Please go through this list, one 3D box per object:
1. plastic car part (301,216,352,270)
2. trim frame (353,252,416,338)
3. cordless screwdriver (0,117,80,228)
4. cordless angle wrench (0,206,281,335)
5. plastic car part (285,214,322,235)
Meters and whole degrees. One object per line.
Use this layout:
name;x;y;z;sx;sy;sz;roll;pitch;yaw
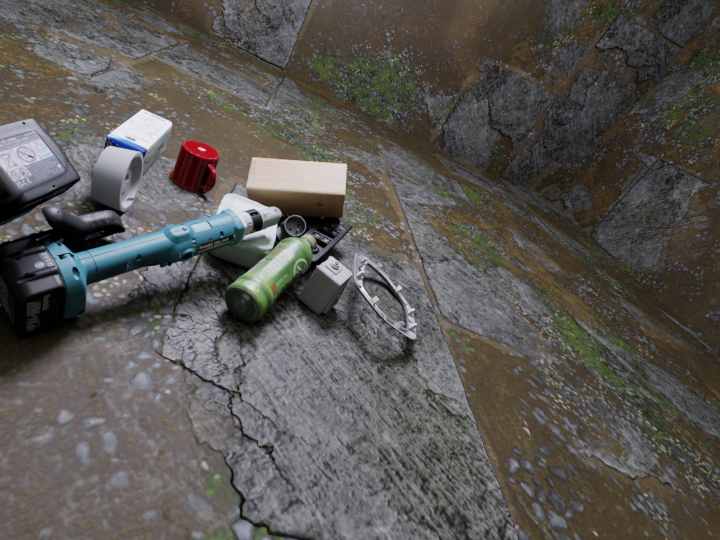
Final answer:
plastic car part;-0.088;-0.057;0.896;0.067;0.067;0.201;34;29;2
trim frame;0.047;0.042;0.831;0.183;0.028;0.249;44;17;-6
cordless screwdriver;-0.423;-0.059;0.441;0.072;0.256;0.160;59;32;-22
cordless angle wrench;-0.267;-0.038;0.611;0.076;0.098;0.410;48;40;12
plastic car part;-0.131;-0.142;0.998;0.063;0.071;0.122;-4;45;-49
